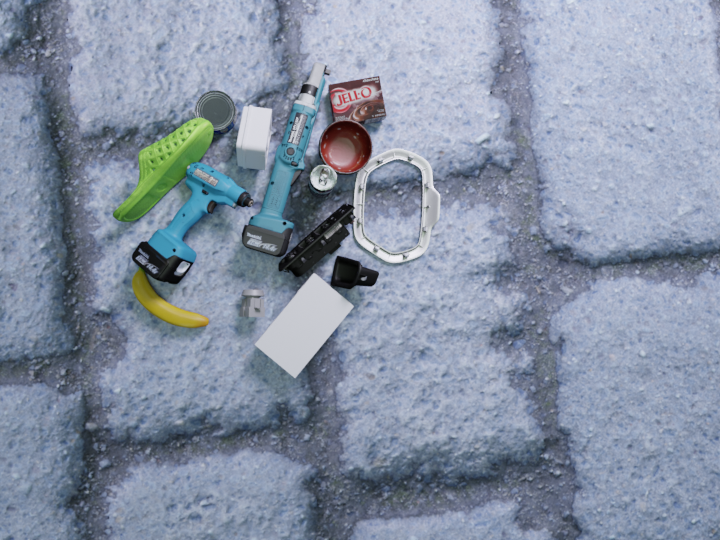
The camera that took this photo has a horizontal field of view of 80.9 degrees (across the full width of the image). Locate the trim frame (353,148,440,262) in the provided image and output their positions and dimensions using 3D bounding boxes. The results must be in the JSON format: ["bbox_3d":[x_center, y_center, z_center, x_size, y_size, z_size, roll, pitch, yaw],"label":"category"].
[{"bbox_3d":[0.078,-0.141,0.912,0.183,0.027,0.249,3,86,-3],"label":"trim frame"}]

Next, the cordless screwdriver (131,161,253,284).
[{"bbox_3d":[-0.335,-0.086,0.857,0.165,0.072,0.249,29,85,17],"label":"cordless screwdriver"}]

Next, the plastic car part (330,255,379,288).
[{"bbox_3d":[-0.004,0.010,0.869,0.068,0.122,0.066,11,90,-29],"label":"plastic car part"}]

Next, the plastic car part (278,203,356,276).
[{"bbox_3d":[-0.087,-0.057,0.892,0.202,0.069,0.064,-38,119,-4],"label":"plastic car part"}]

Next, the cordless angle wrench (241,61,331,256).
[{"bbox_3d":[-0.146,-0.241,0.889,0.097,0.075,0.424,16,86,-4],"label":"cordless angle wrench"}]
